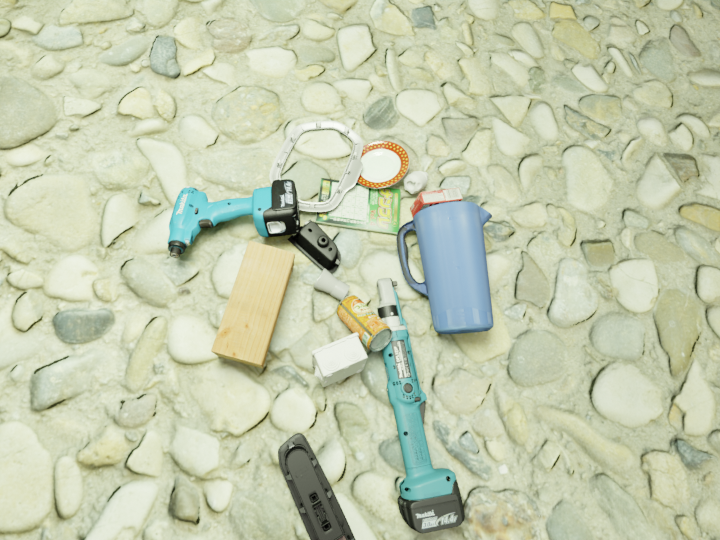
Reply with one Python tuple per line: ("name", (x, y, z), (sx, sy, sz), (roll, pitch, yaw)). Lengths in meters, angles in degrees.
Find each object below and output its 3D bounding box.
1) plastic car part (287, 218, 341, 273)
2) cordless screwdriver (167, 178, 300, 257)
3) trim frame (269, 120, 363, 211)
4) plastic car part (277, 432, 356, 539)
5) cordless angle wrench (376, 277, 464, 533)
("plastic car part", (-0.082, -0.054, 0.841), (0.119, 0.070, 0.065), (43, 73, 11))
("cordless screwdriver", (-0.240, -0.096, 0.805), (0.250, 0.071, 0.164), (-3, 52, 3))
("trim frame", (-0.089, -0.234, 0.916), (0.186, 0.027, 0.250), (20, 65, 5))
("plastic car part", (-0.078, 0.377, 0.698), (0.066, 0.066, 0.209), (-27, 73, -8))
("cordless angle wrench", (0.081, 0.216, 0.765), (0.097, 0.073, 0.434), (-7, 70, -10))
